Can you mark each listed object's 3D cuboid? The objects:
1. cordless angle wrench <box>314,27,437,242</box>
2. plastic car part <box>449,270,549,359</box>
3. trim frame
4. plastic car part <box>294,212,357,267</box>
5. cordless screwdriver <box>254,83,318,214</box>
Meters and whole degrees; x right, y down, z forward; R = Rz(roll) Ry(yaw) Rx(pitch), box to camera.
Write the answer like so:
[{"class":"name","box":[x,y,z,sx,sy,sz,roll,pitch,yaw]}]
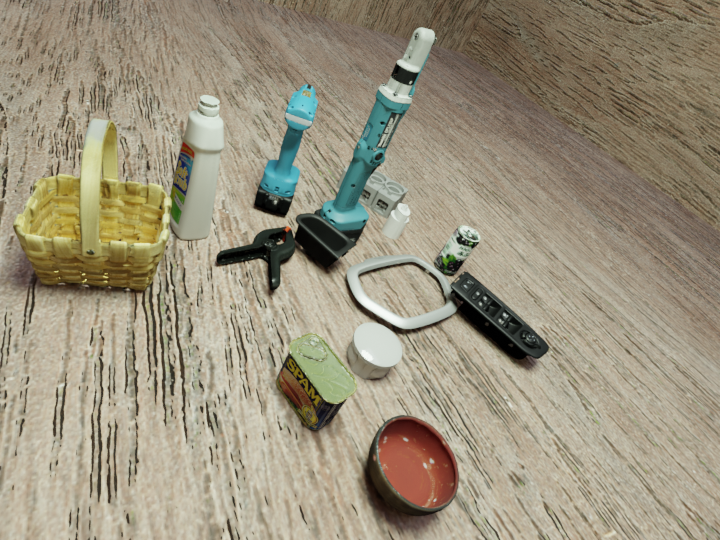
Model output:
[{"class":"cordless angle wrench","box":[0.020,-0.220,0.767,0.094,0.420,0.078,-6,50,-36]},{"class":"plastic car part","box":[0.253,0.096,0.801,0.211,0.066,0.064,40,41,20]},{"class":"trim frame","box":[0.084,0.032,0.823,0.239,0.027,0.193,-14,52,-37]},{"class":"plastic car part","box":[-0.079,-0.051,0.804,0.120,0.070,0.064,38,40,16]},{"class":"cordless screwdriver","box":[-0.143,-0.246,0.855,0.073,0.247,0.163,18,39,-13]}]
